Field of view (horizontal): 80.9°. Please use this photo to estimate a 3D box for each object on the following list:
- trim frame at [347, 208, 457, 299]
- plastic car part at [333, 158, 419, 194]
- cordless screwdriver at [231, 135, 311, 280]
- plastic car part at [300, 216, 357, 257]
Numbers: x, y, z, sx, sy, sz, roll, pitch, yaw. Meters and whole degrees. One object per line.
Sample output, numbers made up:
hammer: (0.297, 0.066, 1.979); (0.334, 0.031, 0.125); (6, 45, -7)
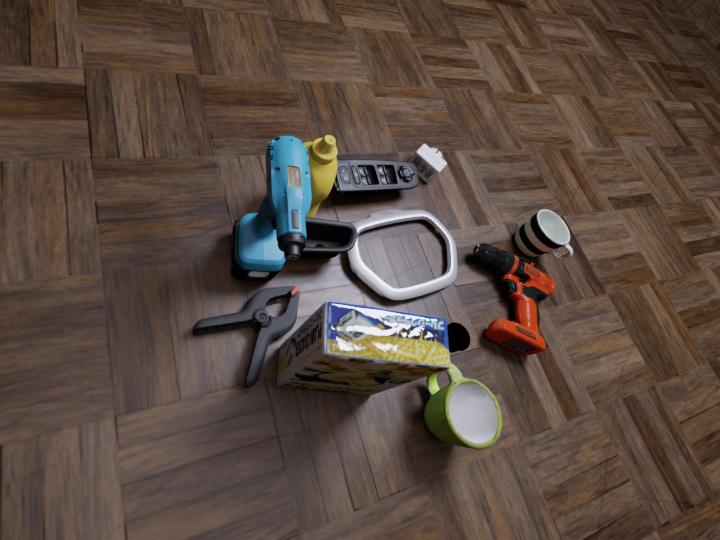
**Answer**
trim frame: (0.083, -0.039, 0.796); (0.241, 0.027, 0.189); (-15, 70, -28)
plastic car part: (0.026, -0.174, 0.822); (0.196, 0.067, 0.068); (-10, 69, -26)
cordless screwdriver: (-0.125, -0.048, 0.586); (0.072, 0.250, 0.164); (5, 64, -24)
plastic car part: (-0.070, -0.046, 0.713); (0.113, 0.071, 0.068); (5, 64, -21)
